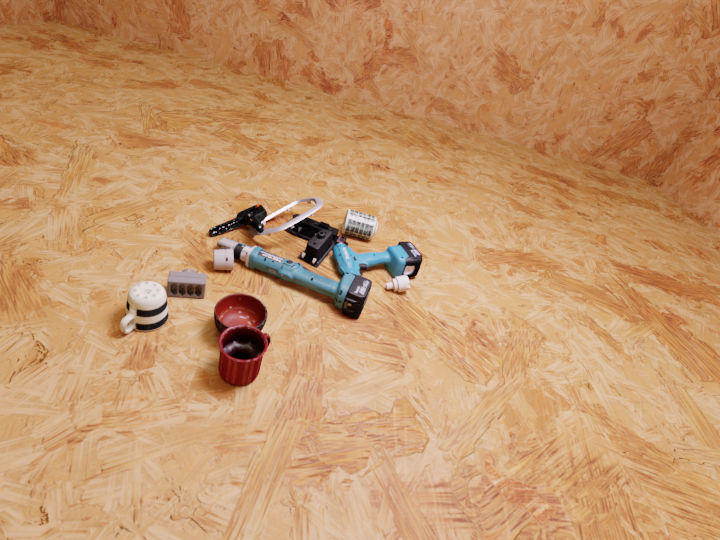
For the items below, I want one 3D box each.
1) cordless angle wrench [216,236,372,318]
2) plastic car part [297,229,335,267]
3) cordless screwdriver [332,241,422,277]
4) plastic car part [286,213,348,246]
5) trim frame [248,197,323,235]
[{"bbox_3d":[-0.185,-0.001,1.089,0.433,0.073,0.097,20,34,11],"label":"cordless angle wrench"},{"bbox_3d":[-0.117,-0.076,1.196,0.068,0.069,0.116,27,52,15],"label":"plastic car part"},{"bbox_3d":[0.054,-0.014,1.195,0.242,0.073,0.167,-2,38,-17],"label":"cordless screwdriver"},{"bbox_3d":[-0.134,-0.120,1.283,0.207,0.065,0.066,19,41,9],"label":"plastic car part"},{"bbox_3d":[-0.218,-0.160,1.254,0.244,0.026,0.194,-38,32,-28],"label":"trim frame"}]
